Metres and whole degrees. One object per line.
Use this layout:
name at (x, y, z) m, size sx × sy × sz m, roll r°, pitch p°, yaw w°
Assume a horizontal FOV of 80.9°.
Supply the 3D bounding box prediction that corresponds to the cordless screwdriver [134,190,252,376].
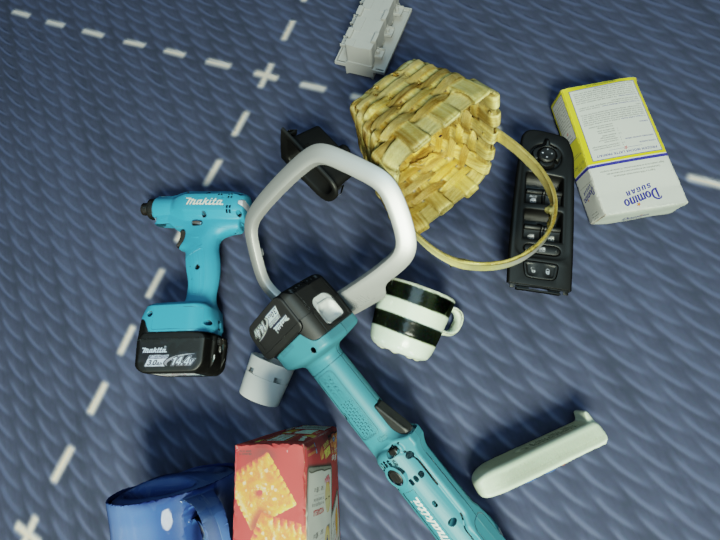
cordless screwdriver at (-0.237, 0.009, 0.555) m, size 0.162 × 0.072 × 0.253 m, roll 0°, pitch 69°, yaw 9°

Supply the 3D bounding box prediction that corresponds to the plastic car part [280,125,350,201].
plastic car part at (-0.050, -0.154, 0.585) m, size 0.070 × 0.065 × 0.120 m, roll -40°, pitch 75°, yaw -20°

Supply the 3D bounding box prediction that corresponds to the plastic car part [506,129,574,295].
plastic car part at (0.214, -0.070, 0.505) m, size 0.068 × 0.064 × 0.205 m, roll 6°, pitch 77°, yaw 16°

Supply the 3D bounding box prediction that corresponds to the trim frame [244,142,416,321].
trim frame at (-0.047, -0.031, 0.485) m, size 0.253 × 0.027 × 0.186 m, roll -36°, pitch 85°, yaw 37°

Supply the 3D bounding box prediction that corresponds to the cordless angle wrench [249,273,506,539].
cordless angle wrench at (0.048, 0.194, 0.438) m, size 0.432 × 0.072 × 0.099 m, roll 50°, pitch 128°, yaw 11°
